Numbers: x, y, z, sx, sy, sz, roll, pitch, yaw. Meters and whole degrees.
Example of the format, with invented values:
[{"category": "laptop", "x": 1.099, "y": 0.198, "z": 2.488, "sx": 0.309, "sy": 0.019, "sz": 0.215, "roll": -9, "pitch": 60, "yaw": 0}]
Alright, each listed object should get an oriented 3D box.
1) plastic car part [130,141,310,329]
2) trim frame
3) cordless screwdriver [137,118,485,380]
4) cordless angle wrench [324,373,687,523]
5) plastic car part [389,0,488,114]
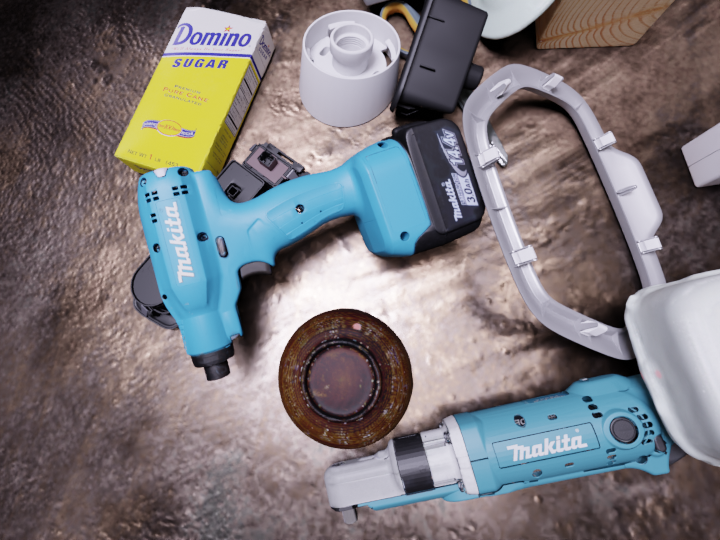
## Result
[{"category": "plastic car part", "x": -0.133, "y": -0.033, "z": 0.381, "sx": 0.067, "sy": 0.066, "sz": 0.203, "roll": 38, "pitch": 87, "yaw": 6}, {"category": "trim frame", "x": 0.167, "y": -0.057, "z": 0.330, "sx": 0.178, "sy": 0.028, "sz": 0.254, "roll": -8, "pitch": 74, "yaw": -27}, {"category": "cordless screwdriver", "x": -0.032, "y": -0.021, "z": 0.331, "sx": 0.246, "sy": 0.075, "sz": 0.159, "roll": -15, "pitch": 92, "yaw": -9}, {"category": "cordless angle wrench", "x": 0.178, "y": 0.111, "z": 0.303, "sx": 0.426, "sy": 0.072, "sz": 0.100, "roll": -15, "pitch": 77, "yaw": 6}, {"category": "plastic car part", "x": 0.075, "y": -0.188, "z": 0.376, "sx": 0.071, "sy": 0.066, "sz": 0.116, "roll": 15, "pitch": 93, "yaw": 1}]
